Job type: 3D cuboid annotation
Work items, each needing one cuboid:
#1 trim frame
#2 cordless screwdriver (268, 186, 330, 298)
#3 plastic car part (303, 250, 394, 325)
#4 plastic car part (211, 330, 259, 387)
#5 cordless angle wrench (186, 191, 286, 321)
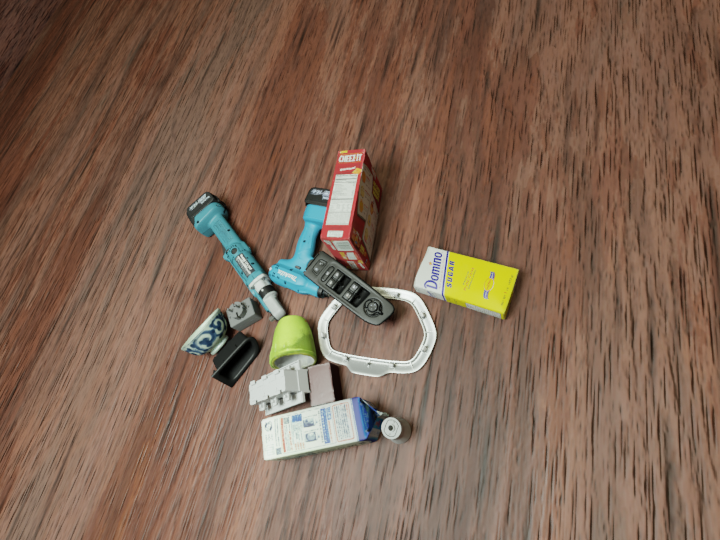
[{"bbox_3d":[0.026,0.120,0.860,0.258,0.026,0.186,4,68,23],"label":"trim frame"},{"bbox_3d":[-0.095,-0.062,0.975,0.167,0.070,0.249,19,78,28],"label":"cordless screwdriver"},{"bbox_3d":[-0.022,0.045,0.867,0.213,0.064,0.066,34,73,28],"label":"plastic car part"},{"bbox_3d":[-0.283,0.187,0.944,0.075,0.062,0.116,27,74,44],"label":"plastic car part"},{"bbox_3d":[-0.303,-0.038,1.053,0.098,0.071,0.445,-42,59,-1],"label":"cordless angle wrench"}]
